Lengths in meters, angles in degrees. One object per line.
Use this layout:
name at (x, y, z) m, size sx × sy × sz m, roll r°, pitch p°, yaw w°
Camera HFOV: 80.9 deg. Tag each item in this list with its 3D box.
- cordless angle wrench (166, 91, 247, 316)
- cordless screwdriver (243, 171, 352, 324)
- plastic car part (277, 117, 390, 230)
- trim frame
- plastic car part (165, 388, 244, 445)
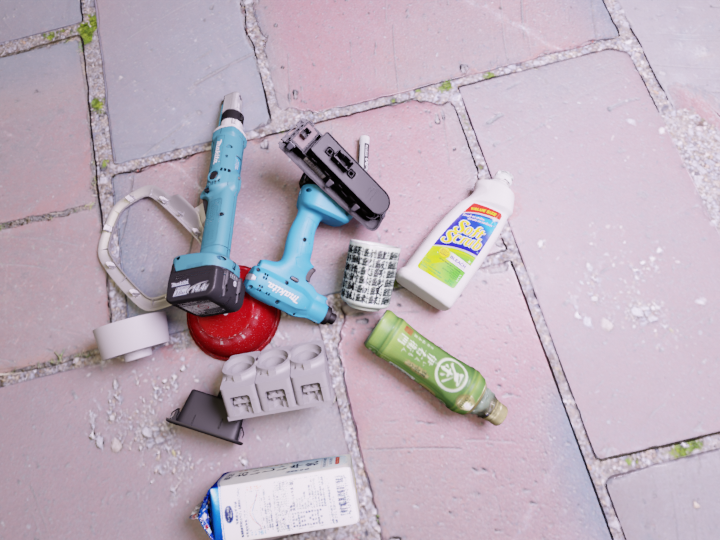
cordless angle wrench at (-0.227, -0.139, 0.694) m, size 0.100 × 0.070 × 0.434 m, roll -12°, pitch 60°, yaw 18°
cordless screwdriver at (-0.067, -0.044, 0.687) m, size 0.154 × 0.077 × 0.249 m, roll 29°, pitch 77°, yaw -18°
plastic car part at (-0.025, -0.146, 0.639) m, size 0.197 × 0.069 × 0.066 m, roll 45°, pitch 63°, yaw -16°
trim frame at (-0.352, -0.045, 0.720) m, size 0.259 × 0.026 × 0.184 m, roll 40°, pitch 85°, yaw 23°
plastic car part at (-0.227, 0.219, 0.653) m, size 0.117 × 0.064 × 0.072 m, roll 12°, pitch 64°, yaw 2°
